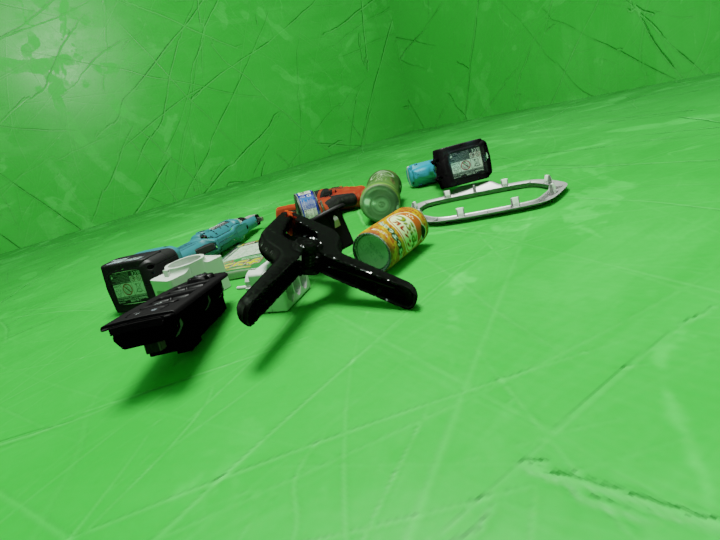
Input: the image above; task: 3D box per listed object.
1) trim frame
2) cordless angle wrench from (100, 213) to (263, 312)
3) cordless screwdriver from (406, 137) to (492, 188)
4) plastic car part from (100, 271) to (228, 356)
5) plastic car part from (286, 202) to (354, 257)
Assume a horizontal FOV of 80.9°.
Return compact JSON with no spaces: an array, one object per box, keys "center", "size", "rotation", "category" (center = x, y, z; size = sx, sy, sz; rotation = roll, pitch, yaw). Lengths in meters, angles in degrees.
[{"center":[0.192,-0.116,0.679],"size":[0.254,0.027,0.184],"rotation":[-11,18,16],"category":"trim frame"},{"center":[-0.283,-0.047,0.778],"size":[0.100,0.073,0.422],"rotation":[-10,17,14],"category":"cordless angle wrench"},{"center":[0.197,-0.216,0.864],"size":[0.159,0.073,0.252],"rotation":[-15,10,-2],"category":"cordless screwdriver"},{"center":[-0.180,0.042,0.445],"size":[0.066,0.066,0.206],"rotation":[-21,14,2],"category":"plastic car part"},{"center":[-0.056,-0.036,0.569],"size":[0.120,0.070,0.064],"rotation":[-19,9,47],"category":"plastic car part"}]
